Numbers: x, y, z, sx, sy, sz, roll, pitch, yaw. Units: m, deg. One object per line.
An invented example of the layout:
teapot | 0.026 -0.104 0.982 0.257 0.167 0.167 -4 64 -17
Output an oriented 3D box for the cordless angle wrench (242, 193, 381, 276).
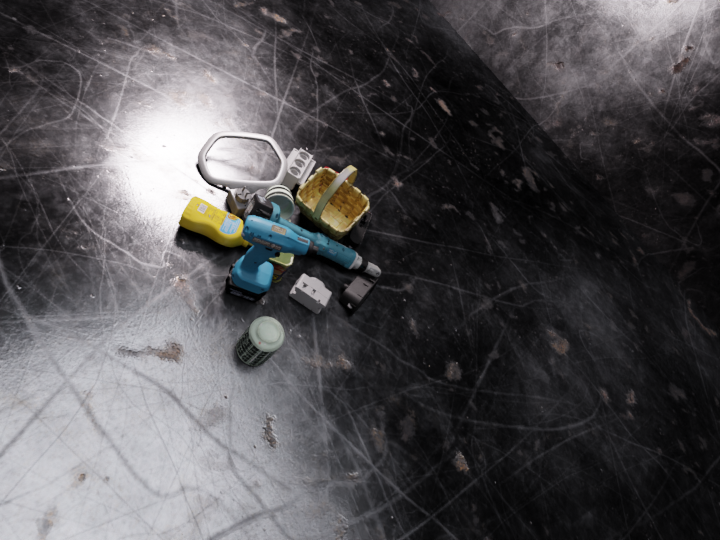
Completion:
cordless angle wrench | -0.111 -0.073 1.136 0.405 0.074 0.102 26 13 -24

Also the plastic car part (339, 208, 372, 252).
plastic car part | -0.006 -0.126 1.268 0.064 0.068 0.204 36 49 -17

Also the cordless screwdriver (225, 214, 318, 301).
cordless screwdriver | -0.204 -0.016 0.933 0.155 0.249 0.076 21 52 -15

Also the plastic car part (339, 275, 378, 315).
plastic car part | -0.014 0.057 1.136 0.073 0.065 0.115 36 49 14

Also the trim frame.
trim frame | -0.325 -0.303 1.178 0.242 0.028 0.187 1 73 -17
